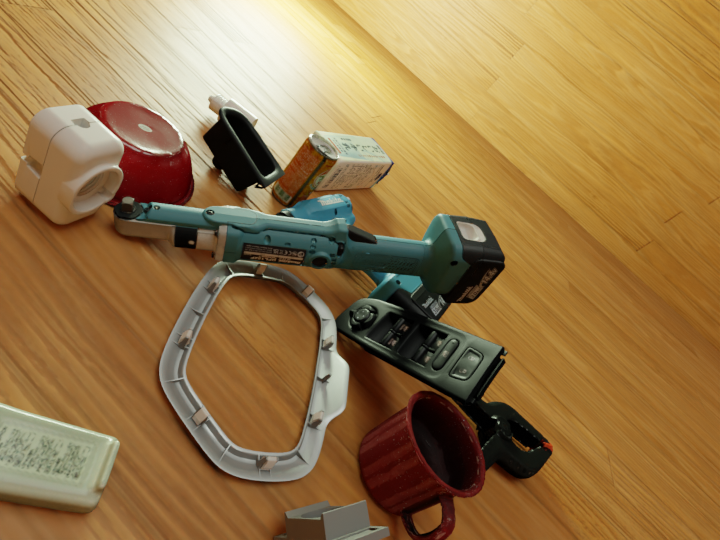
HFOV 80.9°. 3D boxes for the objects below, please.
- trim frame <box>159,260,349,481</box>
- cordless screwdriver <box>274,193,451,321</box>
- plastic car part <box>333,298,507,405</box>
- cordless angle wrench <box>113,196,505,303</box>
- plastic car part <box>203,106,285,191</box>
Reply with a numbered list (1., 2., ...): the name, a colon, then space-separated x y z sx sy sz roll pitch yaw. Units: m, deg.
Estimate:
1. trim frame: -0.091 0.078 0.422 0.179 0.028 0.254 32 31 -16
2. cordless screwdriver: -0.004 -0.006 0.577 0.257 0.074 0.154 47 34 16
3. plastic car part: 0.055 0.083 0.460 0.215 0.066 0.063 21 -25 46
4. cordless angle wrench: -0.046 -0.030 0.474 0.412 0.097 0.077 6 47 -16
5. plastic car part: -0.170 -0.158 0.583 0.114 0.072 0.066 55 29 -12
